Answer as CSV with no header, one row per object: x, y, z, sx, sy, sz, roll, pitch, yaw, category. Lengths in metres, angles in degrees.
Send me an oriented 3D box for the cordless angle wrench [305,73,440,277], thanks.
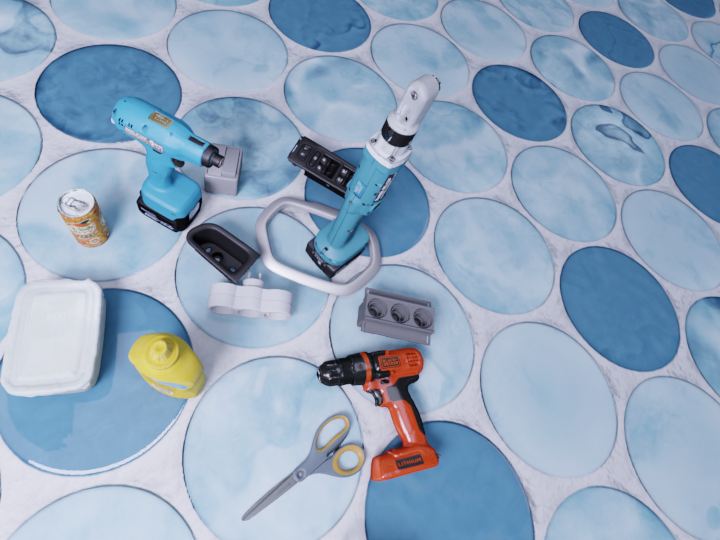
0.007,-0.113,0.620,0.096,0.422,0.076,-37,82,-28,cordless angle wrench

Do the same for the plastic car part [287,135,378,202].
-0.049,-0.183,0.845,0.204,0.066,0.066,29,61,2,plastic car part

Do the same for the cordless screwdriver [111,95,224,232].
-0.289,-0.146,0.668,0.159,0.248,0.074,29,61,-2,cordless screwdriver

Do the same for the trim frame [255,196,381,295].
-0.078,-0.051,0.794,0.247,0.027,0.187,18,61,-4,trim frame

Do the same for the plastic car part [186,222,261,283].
-0.238,-0.026,0.720,0.118,0.070,0.065,36,61,5,plastic car part
